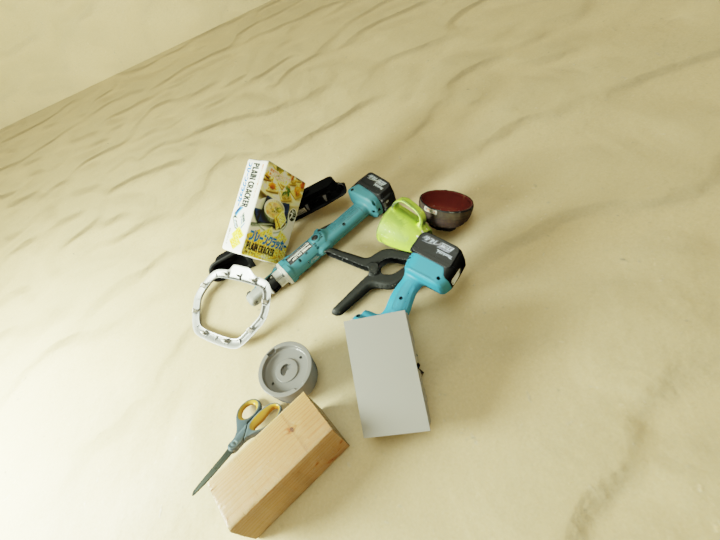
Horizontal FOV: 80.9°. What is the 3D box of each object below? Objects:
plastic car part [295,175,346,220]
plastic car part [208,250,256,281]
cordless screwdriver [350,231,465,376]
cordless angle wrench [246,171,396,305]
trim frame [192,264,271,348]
[{"bbox_3d":[-0.130,-0.185,1.077,0.208,0.064,0.068,-18,36,22],"label":"plastic car part"},{"bbox_3d":[-0.331,-0.027,1.074,0.118,0.063,0.073,-24,34,8],"label":"plastic car part"},{"bbox_3d":[0.107,0.063,0.780,0.167,0.071,0.248,36,87,29],"label":"cordless screwdriver"},{"bbox_3d":[-0.097,-0.063,0.991,0.421,0.070,0.104,-42,49,-8],"label":"cordless angle wrench"},{"bbox_3d":[-0.303,0.077,0.965,0.262,0.026,0.185,9,72,37],"label":"trim frame"}]
